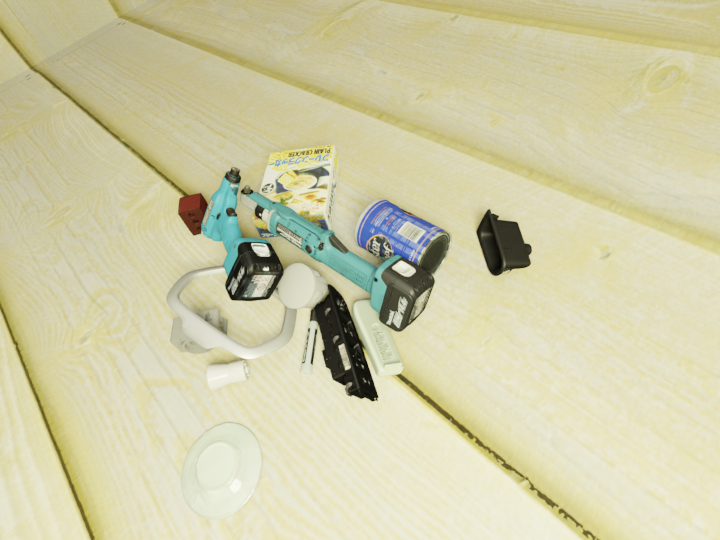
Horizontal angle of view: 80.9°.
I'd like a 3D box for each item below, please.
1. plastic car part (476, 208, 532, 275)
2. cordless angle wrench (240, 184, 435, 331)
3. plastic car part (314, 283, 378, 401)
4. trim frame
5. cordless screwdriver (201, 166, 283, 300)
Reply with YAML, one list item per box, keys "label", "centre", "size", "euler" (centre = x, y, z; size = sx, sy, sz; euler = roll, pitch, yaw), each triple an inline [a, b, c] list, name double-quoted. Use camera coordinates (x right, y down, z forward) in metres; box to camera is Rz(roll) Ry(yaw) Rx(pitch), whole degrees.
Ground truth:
- label: "plastic car part"
  centre: [0.253, -0.042, 0.726]
  size: [0.070, 0.064, 0.120]
  euler: [-4, 55, -6]
- label: "cordless angle wrench"
  centre: [-0.074, -0.049, 0.761]
  size: [0.444, 0.096, 0.072]
  euler: [32, 41, 28]
- label: "plastic car part"
  centre: [-0.032, 0.117, 0.691]
  size: [0.068, 0.062, 0.211]
  euler: [-34, 49, 22]
- label: "trim frame"
  centre: [-0.228, 0.066, 0.757]
  size: [0.258, 0.027, 0.181]
  euler: [29, 40, 19]
- label: "cordless screwdriver"
  centre: [-0.224, -0.071, 0.787]
  size: [0.071, 0.158, 0.262]
  euler: [3, 37, -41]
